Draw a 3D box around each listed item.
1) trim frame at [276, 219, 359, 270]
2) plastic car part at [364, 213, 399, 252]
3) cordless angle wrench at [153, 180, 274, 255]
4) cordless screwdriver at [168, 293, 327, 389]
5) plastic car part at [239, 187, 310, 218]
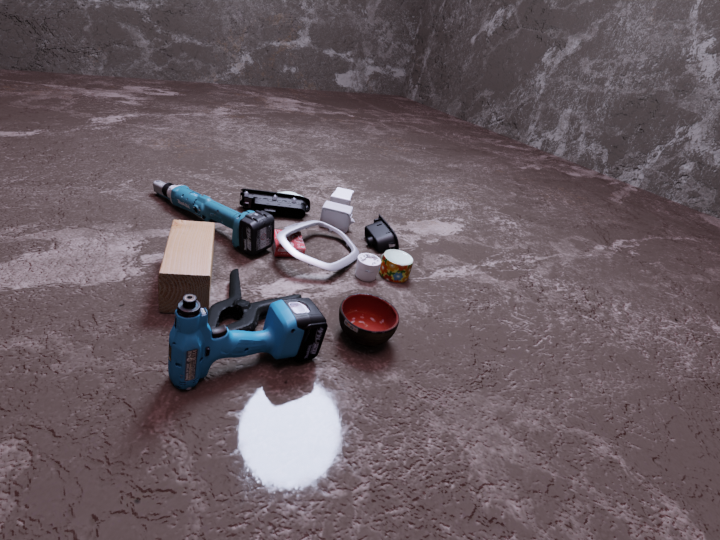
[{"bbox_3d":[-0.101,-0.066,1.035,0.190,0.027,0.243,34,30,13],"label":"trim frame"},{"bbox_3d":[0.048,-0.090,1.136,0.070,0.064,0.122,-15,40,-13],"label":"plastic car part"},{"bbox_3d":[-0.399,-0.160,1.082,0.444,0.096,0.072,25,35,28],"label":"cordless angle wrench"},{"bbox_3d":[-0.174,0.091,0.669,0.239,0.156,0.079,-7,36,-32],"label":"cordless screwdriver"},{"bbox_3d":[-0.238,-0.184,1.193,0.198,0.065,0.070,3,41,-14],"label":"plastic car part"}]
